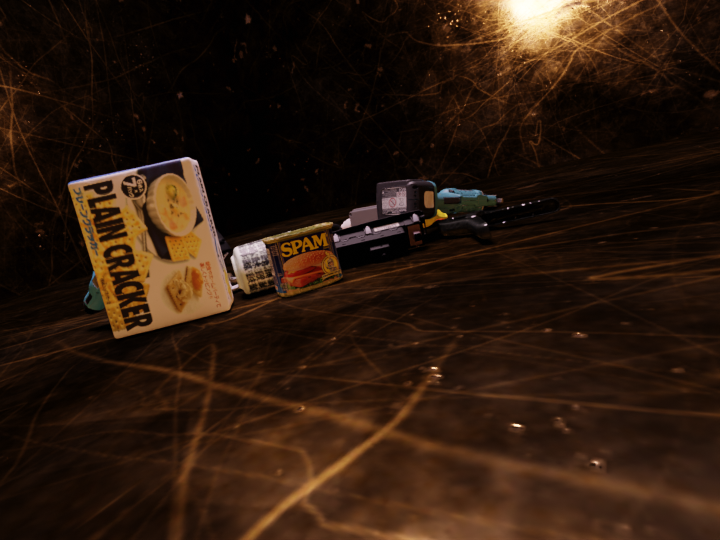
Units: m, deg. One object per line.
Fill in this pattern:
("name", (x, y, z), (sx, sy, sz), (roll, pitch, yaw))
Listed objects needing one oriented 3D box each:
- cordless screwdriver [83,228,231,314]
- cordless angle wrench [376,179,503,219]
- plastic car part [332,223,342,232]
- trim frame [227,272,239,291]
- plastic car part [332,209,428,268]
("cordless screwdriver", (-0.356, -0.004, 0.748), (0.160, 0.076, 0.242), (-44, -8, 25))
("cordless angle wrench", (0.194, -0.148, 0.905), (0.103, 0.074, 0.405), (3, 9, 42))
("plastic car part", (-0.092, -0.060, 0.938), (0.073, 0.066, 0.112), (-25, -3, 36))
("trim frame", (-0.310, 0.038, 0.772), (0.253, 0.027, 0.182), (-13, 10, 14))
("plastic car part", (0.012, -0.039, 0.701), (0.205, 0.064, 0.069), (-11, 35, 7))
